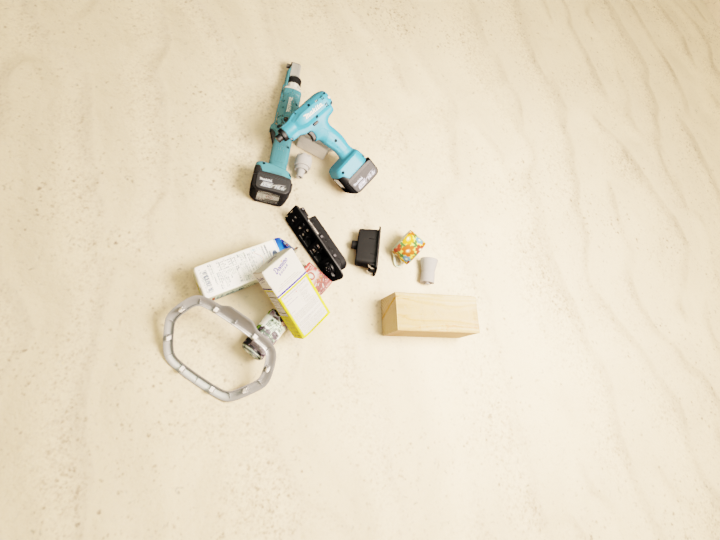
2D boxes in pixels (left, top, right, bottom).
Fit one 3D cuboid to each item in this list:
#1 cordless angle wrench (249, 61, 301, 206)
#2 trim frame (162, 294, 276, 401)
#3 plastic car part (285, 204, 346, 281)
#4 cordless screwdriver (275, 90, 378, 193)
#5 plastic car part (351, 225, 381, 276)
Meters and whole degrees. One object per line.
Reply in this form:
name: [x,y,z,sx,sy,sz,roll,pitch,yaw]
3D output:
cordless angle wrench: [-0.196,-0.370,1.083,0.096,0.075,0.430,12,67,-14]
trim frame: [-0.290,0.159,0.859,0.249,0.027,0.184,36,95,1]
plastic car part: [-0.099,-0.065,1.014,0.065,0.067,0.206,-22,77,-49]
cordless screwdriver: [-0.081,-0.290,1.033,0.158,0.077,0.239,-42,112,-7]
plastic car part: [0.012,-0.053,1.041,0.071,0.065,0.119,4,68,-1]
